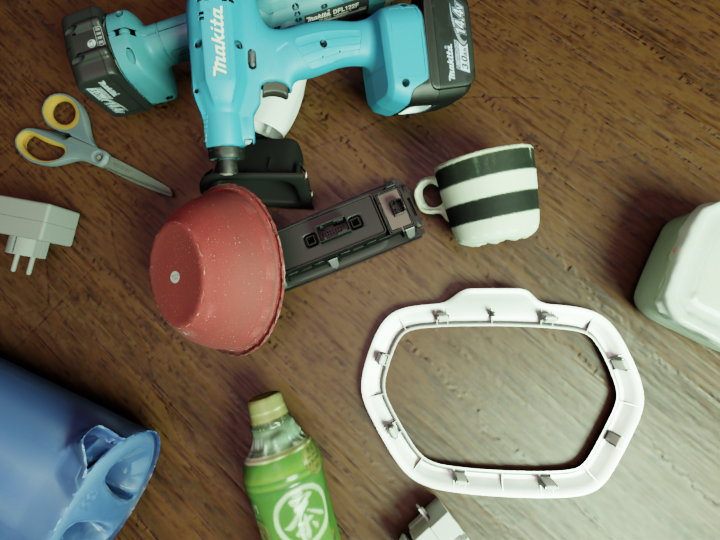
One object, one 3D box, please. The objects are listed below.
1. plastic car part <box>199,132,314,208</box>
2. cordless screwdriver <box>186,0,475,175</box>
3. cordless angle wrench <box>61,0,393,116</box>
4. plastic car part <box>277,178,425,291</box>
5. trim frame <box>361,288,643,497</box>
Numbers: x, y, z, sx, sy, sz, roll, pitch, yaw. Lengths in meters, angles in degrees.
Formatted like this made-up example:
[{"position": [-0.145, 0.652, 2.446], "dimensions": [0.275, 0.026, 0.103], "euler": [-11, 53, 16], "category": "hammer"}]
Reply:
[{"position": [-0.105, -0.107, 0.434], "dimensions": [0.119, 0.064, 0.072], "euler": [6, 69, 10], "category": "plastic car part"}, {"position": [-0.026, -0.171, 0.387], "dimensions": [0.244, 0.076, 0.158], "euler": [-5, 96, -12], "category": "cordless screwdriver"}, {"position": [-0.081, -0.268, 0.437], "dimensions": [0.423, 0.097, 0.075], "euler": [-17, 86, 1], "category": "cordless angle wrench"}, {"position": [-0.040, -0.026, 0.411], "dimensions": [0.204, 0.066, 0.066], "euler": [-22, 89, 6], "category": "plastic car part"}, {"position": [0.126, 0.109, 0.387], "dimensions": [0.252, 0.027, 0.186], "euler": [0, 81, 9], "category": "trim frame"}]
